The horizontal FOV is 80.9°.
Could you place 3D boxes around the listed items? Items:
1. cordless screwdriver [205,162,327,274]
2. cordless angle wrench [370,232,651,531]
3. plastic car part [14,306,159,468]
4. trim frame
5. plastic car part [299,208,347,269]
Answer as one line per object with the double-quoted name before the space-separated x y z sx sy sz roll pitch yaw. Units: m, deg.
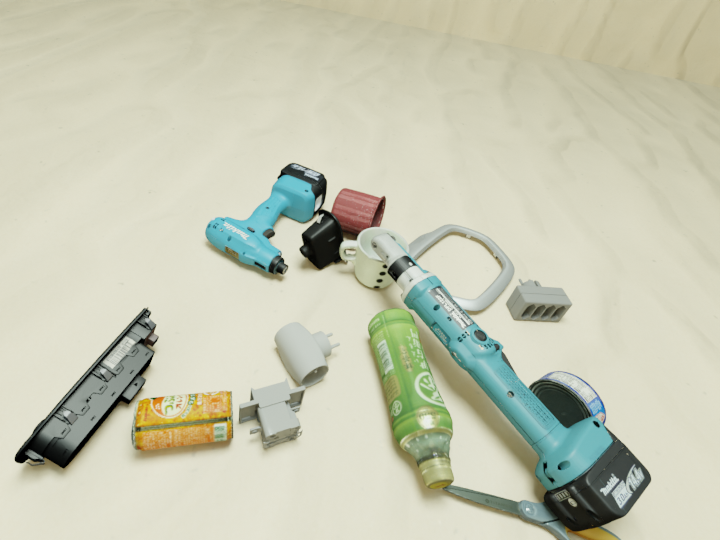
"cordless screwdriver" -0.142 -0.095 0.773 0.165 0.072 0.246 27 48 17
"cordless angle wrench" 0.146 0.100 0.552 0.095 0.073 0.443 -19 56 -33
"plastic car part" -0.302 0.141 0.496 0.066 0.067 0.203 39 41 -9
"trim frame" 0.176 -0.013 0.778 0.192 0.027 0.243 34 49 23
"plastic car part" -0.070 -0.046 0.712 0.070 0.112 0.069 -41 62 -16
